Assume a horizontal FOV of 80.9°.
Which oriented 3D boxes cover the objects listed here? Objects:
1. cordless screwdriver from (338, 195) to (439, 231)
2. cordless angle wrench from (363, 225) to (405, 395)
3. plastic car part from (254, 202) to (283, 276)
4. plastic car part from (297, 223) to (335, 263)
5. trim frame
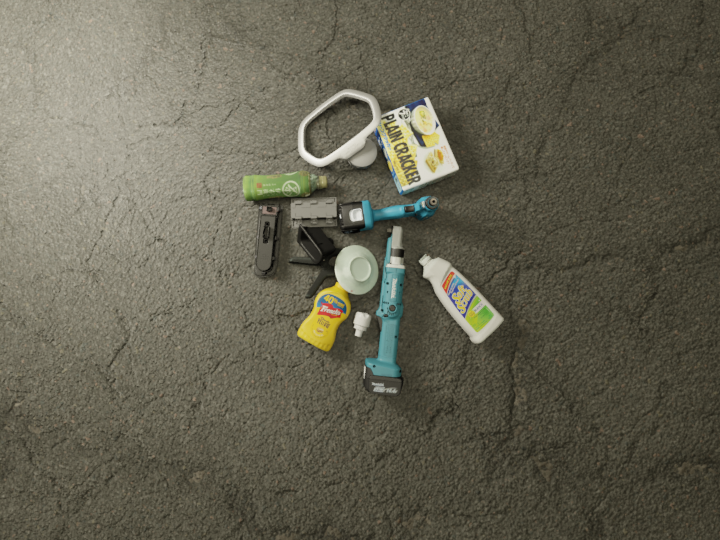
[{"bbox_3d":[0.070,-0.149,1.074,0.249,0.158,0.074,-7,89,1],"label":"cordless screwdriver"},{"bbox_3d":[0.076,0.096,1.084,0.098,0.074,0.424,6,87,0],"label":"cordless angle wrench"},{"bbox_3d":[-0.247,-0.081,1.125,0.065,0.068,0.203,5,88,-8],"label":"plastic car part"},{"bbox_3d":[-0.108,-0.071,1.106,0.069,0.064,0.122,-23,53,-30],"label":"plastic car part"},{"bbox_3d":[-0.061,-0.383,1.135,0.250,0.026,0.191,-35,67,7],"label":"trim frame"}]
